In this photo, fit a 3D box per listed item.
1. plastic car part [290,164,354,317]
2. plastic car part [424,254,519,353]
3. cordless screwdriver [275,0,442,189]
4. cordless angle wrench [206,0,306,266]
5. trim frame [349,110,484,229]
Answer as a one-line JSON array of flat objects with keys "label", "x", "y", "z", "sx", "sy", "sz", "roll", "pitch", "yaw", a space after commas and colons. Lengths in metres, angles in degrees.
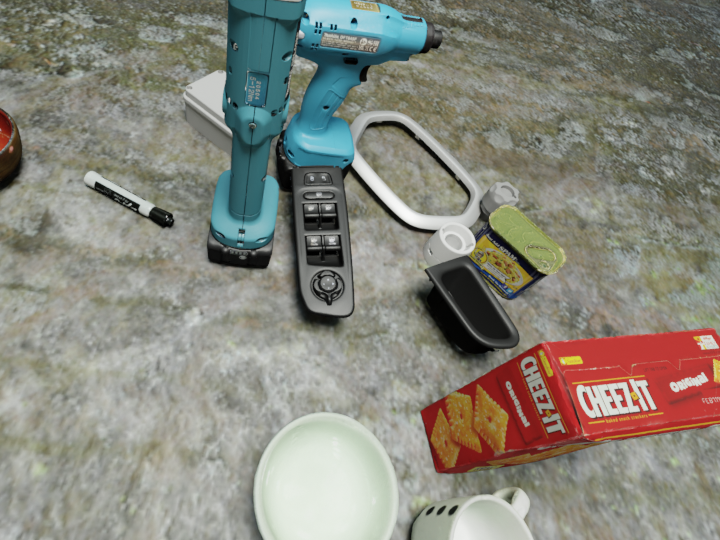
[{"label": "plastic car part", "x": -0.050, "y": -0.033, "z": 0.511, "sx": 0.065, "sy": 0.066, "sz": 0.210, "roll": 1, "pitch": 58, "yaw": -16}, {"label": "plastic car part", "x": 0.120, "y": 0.051, "z": 0.497, "sx": 0.064, "sy": 0.070, "sz": 0.121, "roll": -16, "pitch": 64, "yaw": -25}, {"label": "cordless screwdriver", "x": -0.019, "y": -0.200, "z": 0.517, "sx": 0.155, "sy": 0.247, "sz": 0.077, "roll": 0, "pitch": 61, "yaw": -18}, {"label": "cordless angle wrench", "x": -0.088, "y": -0.141, "z": 0.358, "sx": 0.073, "sy": 0.420, "sz": 0.101, "roll": 8, "pitch": 59, "yaw": -14}, {"label": "trim frame", "x": 0.080, "y": -0.157, "z": 0.647, "sx": 0.180, "sy": 0.027, "sz": 0.257, "roll": -31, "pitch": 70, "yaw": -29}]
